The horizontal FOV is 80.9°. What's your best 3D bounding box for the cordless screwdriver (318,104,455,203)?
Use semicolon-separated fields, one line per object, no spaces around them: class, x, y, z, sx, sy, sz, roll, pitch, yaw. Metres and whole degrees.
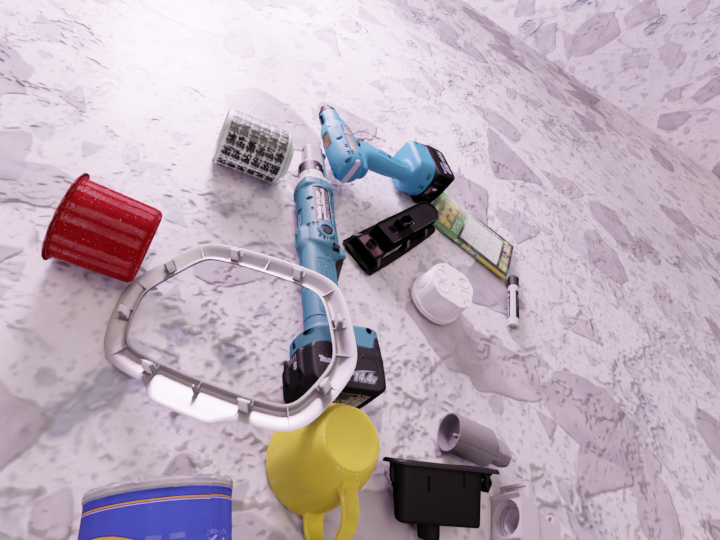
cordless screwdriver;0.039;-0.205;0.741;0.237;0.075;0.166;6;51;-35

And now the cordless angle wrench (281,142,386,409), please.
cordless angle wrench;-0.055;-0.036;0.561;0.094;0.075;0.439;14;45;-27

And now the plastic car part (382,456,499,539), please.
plastic car part;0.074;0.229;0.425;0.113;0.067;0.072;11;64;-21

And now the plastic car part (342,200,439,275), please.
plastic car part;0.062;-0.066;0.666;0.068;0.067;0.197;45;41;16

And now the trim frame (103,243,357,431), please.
trim frame;-0.124;0.052;0.408;0.254;0.027;0.185;17;53;11
